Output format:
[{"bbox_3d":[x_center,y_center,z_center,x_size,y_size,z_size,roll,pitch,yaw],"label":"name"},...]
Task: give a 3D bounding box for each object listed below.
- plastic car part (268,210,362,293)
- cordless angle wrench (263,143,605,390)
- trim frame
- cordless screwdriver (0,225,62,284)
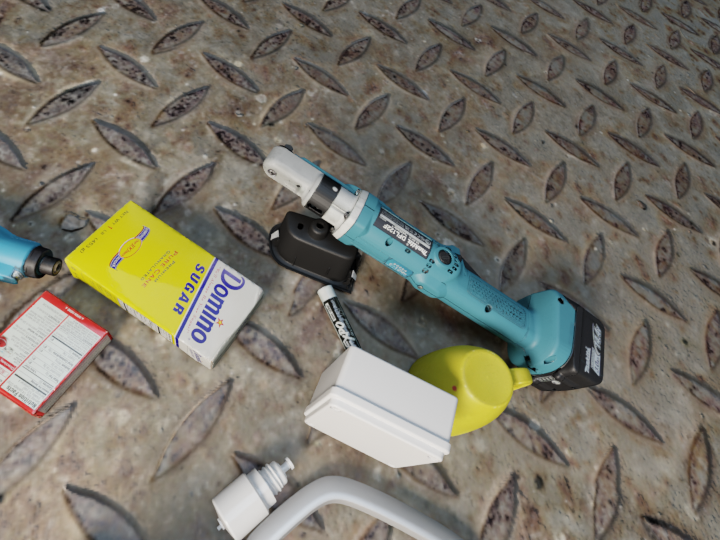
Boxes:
[{"bbox_3d":[-0.048,-0.031,0.489,0.115,0.071,0.067,21,58,-8],"label":"plastic car part"},{"bbox_3d":[0.078,-0.006,0.463,0.416,0.075,0.098,32,58,-9],"label":"cordless angle wrench"},{"bbox_3d":[0.009,0.294,0.356,0.248,0.027,0.185,27,58,-2],"label":"trim frame"},{"bbox_3d":[-0.385,0.059,0.353,0.157,0.074,0.254,15,56,-8],"label":"cordless screwdriver"}]
